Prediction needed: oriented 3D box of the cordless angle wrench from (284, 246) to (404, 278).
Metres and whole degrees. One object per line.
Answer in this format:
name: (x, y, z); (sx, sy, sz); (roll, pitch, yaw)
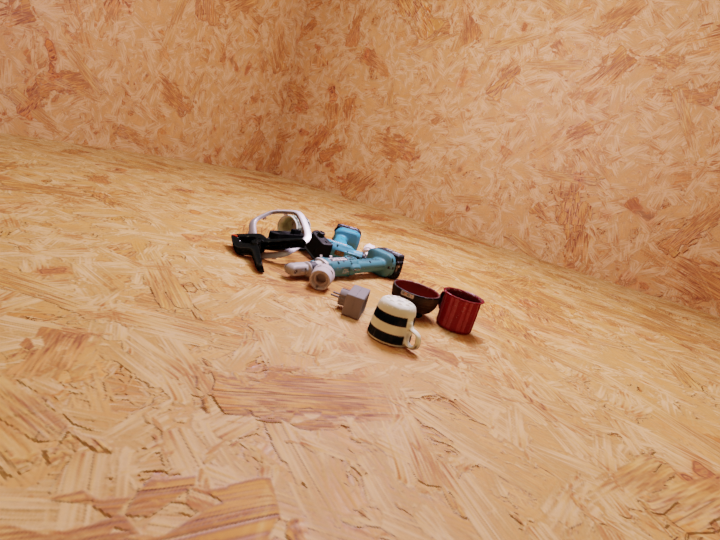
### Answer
cordless angle wrench: (-0.036, -0.013, 1.152); (0.104, 0.073, 0.403); (26, 20, 38)

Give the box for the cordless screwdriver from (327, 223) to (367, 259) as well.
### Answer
cordless screwdriver: (-0.038, -0.085, 1.415); (0.161, 0.073, 0.248); (16, 18, 4)

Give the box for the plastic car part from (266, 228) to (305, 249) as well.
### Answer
plastic car part: (-0.216, -0.094, 1.298); (0.070, 0.066, 0.194); (33, 24, 33)

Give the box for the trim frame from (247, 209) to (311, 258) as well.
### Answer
trim frame: (-0.237, -0.108, 1.204); (0.182, 0.026, 0.261); (-16, 41, -8)

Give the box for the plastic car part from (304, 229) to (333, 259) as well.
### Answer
plastic car part: (-0.124, -0.081, 1.264); (0.063, 0.070, 0.123); (4, 33, -39)
